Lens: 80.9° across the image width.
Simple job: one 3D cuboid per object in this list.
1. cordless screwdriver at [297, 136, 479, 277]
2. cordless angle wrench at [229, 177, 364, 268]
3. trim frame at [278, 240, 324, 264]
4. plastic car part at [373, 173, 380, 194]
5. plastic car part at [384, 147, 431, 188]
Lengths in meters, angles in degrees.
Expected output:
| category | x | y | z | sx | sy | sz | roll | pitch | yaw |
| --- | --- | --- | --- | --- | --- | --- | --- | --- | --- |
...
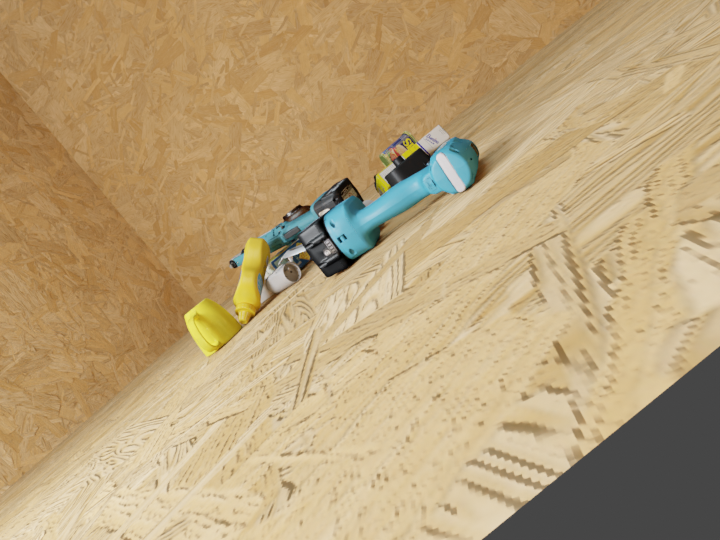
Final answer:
| category | x | y | z | sx | sy | sz | roll | pitch | yaw |
| --- | --- | --- | --- | --- | --- | --- | --- | --- | --- |
| cordless screwdriver | 0.042 | -0.094 | 0.567 | 0.254 | 0.073 | 0.158 | -29 | 12 | 29 |
| cordless angle wrench | -0.178 | -0.085 | 0.998 | 0.436 | 0.072 | 0.097 | -22 | 22 | 37 |
| trim frame | -0.083 | -0.055 | 0.852 | 0.183 | 0.027 | 0.253 | -23 | 9 | -8 |
| plastic car part | 0.067 | -0.234 | 1.131 | 0.067 | 0.065 | 0.205 | -29 | 9 | 1 |
| plastic car part | 0.098 | -0.201 | 0.845 | 0.115 | 0.071 | 0.067 | -38 | 4 | -12 |
